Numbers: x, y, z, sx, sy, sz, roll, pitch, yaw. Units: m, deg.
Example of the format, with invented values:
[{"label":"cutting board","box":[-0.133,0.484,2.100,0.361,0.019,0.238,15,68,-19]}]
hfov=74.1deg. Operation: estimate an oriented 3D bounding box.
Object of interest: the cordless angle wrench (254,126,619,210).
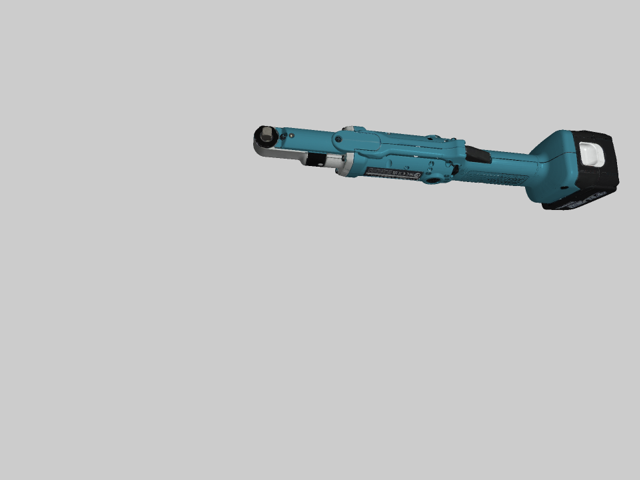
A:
[{"label":"cordless angle wrench","box":[0.134,-0.095,0.501,0.423,0.074,0.098,3,-15,-10]}]
